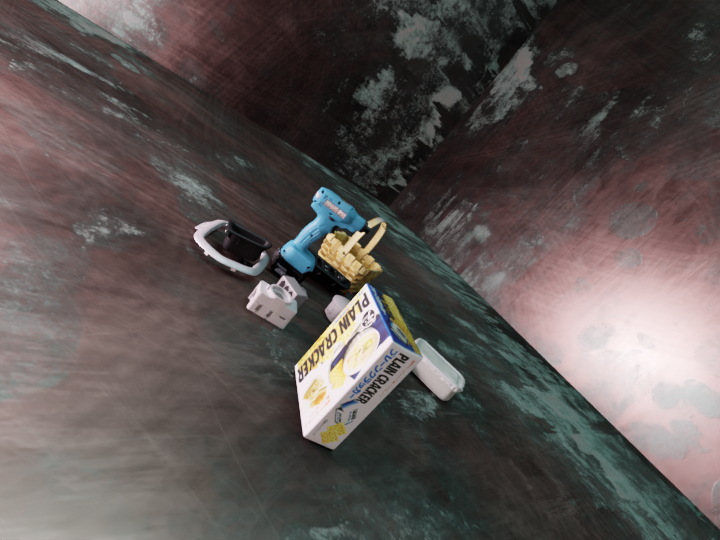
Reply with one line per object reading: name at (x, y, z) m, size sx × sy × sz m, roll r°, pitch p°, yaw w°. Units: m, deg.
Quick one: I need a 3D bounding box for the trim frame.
trim frame at (-0.302, -0.058, 0.997) m, size 0.181 × 0.027 × 0.252 m, roll 36°, pitch 16°, yaw -9°

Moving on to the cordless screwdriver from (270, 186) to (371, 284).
cordless screwdriver at (-0.103, -0.067, 1.052) m, size 0.156 × 0.249 × 0.076 m, roll 36°, pitch 16°, yaw -12°

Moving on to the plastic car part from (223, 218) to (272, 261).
plastic car part at (-0.271, -0.057, 0.980) m, size 0.112 × 0.071 × 0.068 m, roll 32°, pitch 17°, yaw -24°

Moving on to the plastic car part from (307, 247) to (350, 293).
plastic car part at (-0.113, 0.002, 1.174) m, size 0.197 × 0.067 × 0.068 m, roll 34°, pitch 16°, yaw -16°
